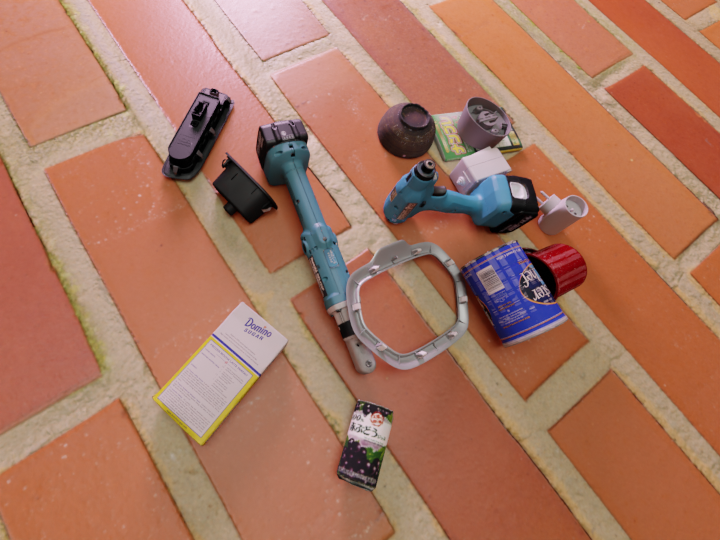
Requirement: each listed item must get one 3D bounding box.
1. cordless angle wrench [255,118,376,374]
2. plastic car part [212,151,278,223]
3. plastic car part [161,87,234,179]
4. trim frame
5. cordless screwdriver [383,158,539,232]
[{"bbox_3d":[-0.066,-0.043,0.674,0.072,0.098,0.433,-16,74,-21],"label":"cordless angle wrench"},{"bbox_3d":[-0.202,-0.127,0.707,0.071,0.065,0.118,-41,83,-7],"label":"plastic car part"},{"bbox_3d":[-0.285,-0.248,0.742,0.065,0.067,0.205,20,68,-11],"label":"plastic car part"},{"bbox_3d":[0.083,0.043,0.660,0.241,0.028,0.187,-21,80,-32],"label":"trim frame"},{"bbox_3d":[0.177,-0.127,0.708,0.244,0.158,0.076,2,69,-12],"label":"cordless screwdriver"}]
